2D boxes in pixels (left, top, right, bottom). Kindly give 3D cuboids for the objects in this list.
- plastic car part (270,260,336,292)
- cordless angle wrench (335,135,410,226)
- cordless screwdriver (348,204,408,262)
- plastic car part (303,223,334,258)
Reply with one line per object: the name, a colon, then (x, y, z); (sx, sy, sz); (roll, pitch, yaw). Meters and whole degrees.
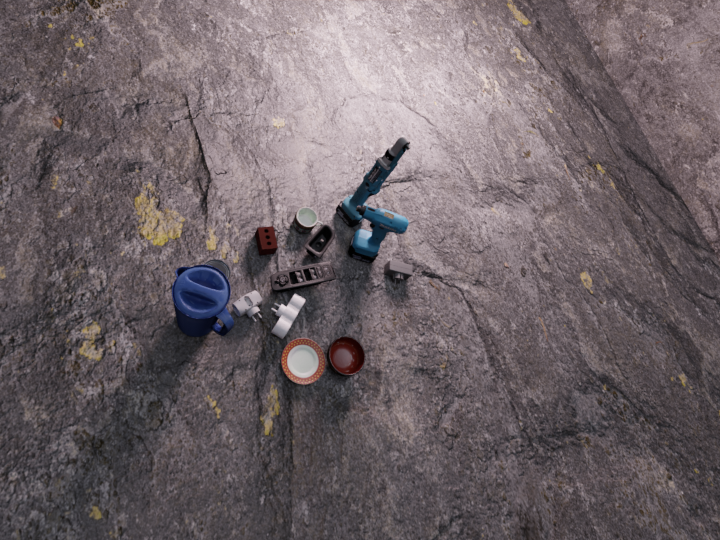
plastic car part: (-0.181, 0.025, 1.290); (0.197, 0.067, 0.068); (-10, 70, -23)
cordless angle wrench: (0.039, -0.274, 1.306); (0.073, 0.425, 0.099); (-35, 85, -31)
cordless screwdriver: (0.025, -0.118, 1.325); (0.156, 0.250, 0.075); (22, 61, -12)
plastic car part: (-0.133, -0.087, 1.360); (0.066, 0.071, 0.116); (37, 59, -2)
